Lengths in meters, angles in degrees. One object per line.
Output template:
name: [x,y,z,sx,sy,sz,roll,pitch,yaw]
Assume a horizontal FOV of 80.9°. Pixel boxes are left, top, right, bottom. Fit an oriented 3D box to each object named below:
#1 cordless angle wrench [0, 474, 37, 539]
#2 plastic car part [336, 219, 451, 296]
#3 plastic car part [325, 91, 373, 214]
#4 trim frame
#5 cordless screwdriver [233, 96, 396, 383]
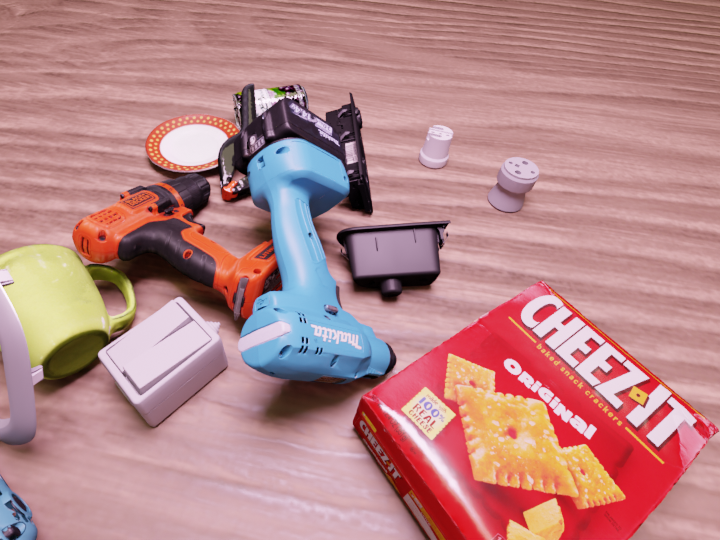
cordless angle wrench: [-0.243,0.173,0.269,0.442,0.095,0.073,29,54,24]
plastic car part: [0.036,-0.008,0.447,0.116,0.064,0.073,-6,66,-5]
plastic car part: [-0.019,-0.162,0.570,0.069,0.063,0.209,-14,50,17]
trim frame: [-0.311,0.023,0.324,0.253,0.186,0.027,49,32,8]
cordless screwdriver: [-0.038,-0.025,0.387,0.076,0.150,0.257,-29,57,31]
